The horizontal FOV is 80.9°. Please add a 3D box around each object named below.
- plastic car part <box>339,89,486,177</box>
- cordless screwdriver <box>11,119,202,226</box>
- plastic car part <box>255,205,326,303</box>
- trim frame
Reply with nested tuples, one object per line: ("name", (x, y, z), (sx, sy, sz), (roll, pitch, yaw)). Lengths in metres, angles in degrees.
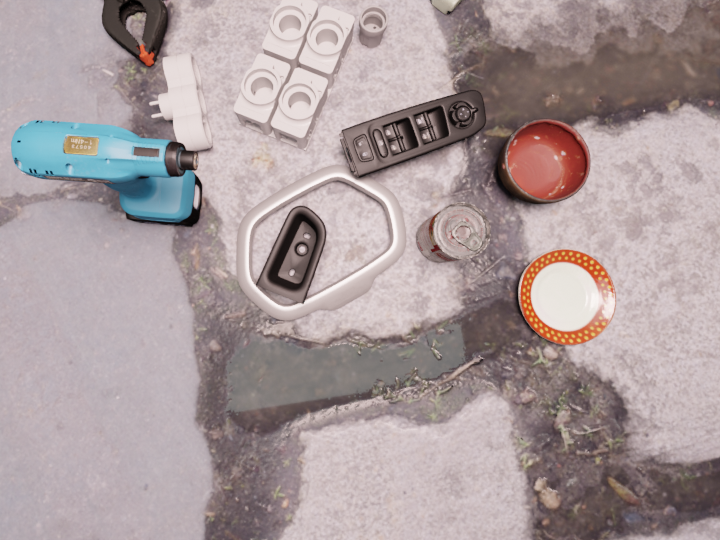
("plastic car part", (0.074, -0.185, 0.579), (0.203, 0.067, 0.067), (-21, 87, -2))
("cordless screwdriver", (-0.237, -0.102, 0.485), (0.159, 0.248, 0.074), (4, 87, -3))
("plastic car part", (-0.083, -0.023, 0.563), (0.066, 0.071, 0.117), (22, 85, -1))
("trim frame", (-0.057, -0.037, 0.586), (0.248, 0.027, 0.186), (-30, 85, -2))
